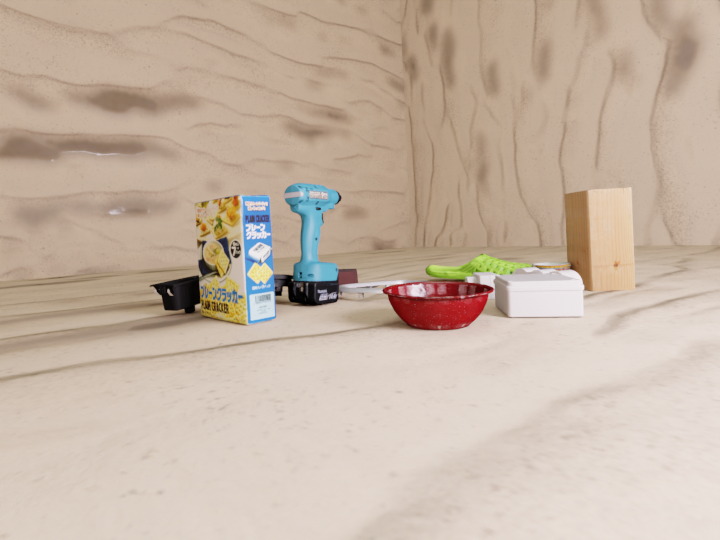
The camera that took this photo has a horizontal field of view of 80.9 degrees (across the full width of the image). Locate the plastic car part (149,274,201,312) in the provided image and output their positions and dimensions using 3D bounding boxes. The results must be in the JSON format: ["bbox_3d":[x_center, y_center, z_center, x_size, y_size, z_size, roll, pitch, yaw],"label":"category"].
[{"bbox_3d":[-0.349,0.050,0.844,0.068,0.071,0.112,-1,4,25],"label":"plastic car part"}]

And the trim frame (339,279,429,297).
[{"bbox_3d":[0.061,0.040,0.956,0.239,0.027,0.192,-6,6,-30],"label":"trim frame"}]

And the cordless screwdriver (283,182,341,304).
[{"bbox_3d":[-0.087,-0.057,0.893,0.078,0.248,0.152,-2,2,35],"label":"cordless screwdriver"}]

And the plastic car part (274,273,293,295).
[{"bbox_3d":[-0.224,0.035,0.961,0.063,0.067,0.213,-5,5,-38],"label":"plastic car part"}]
